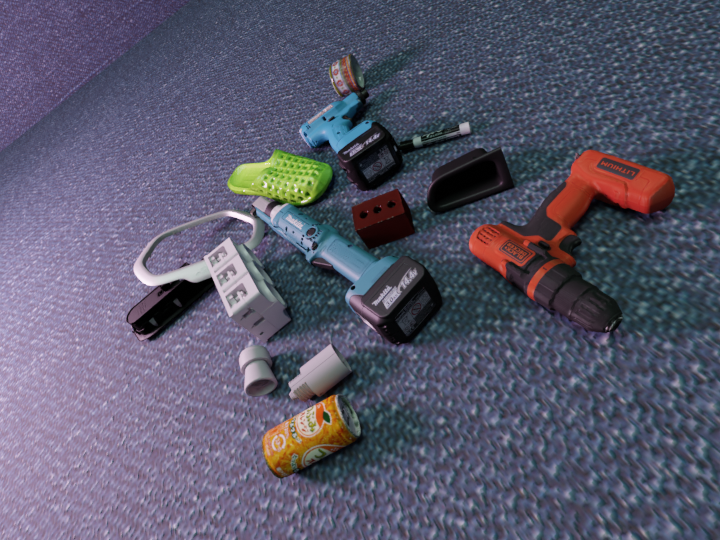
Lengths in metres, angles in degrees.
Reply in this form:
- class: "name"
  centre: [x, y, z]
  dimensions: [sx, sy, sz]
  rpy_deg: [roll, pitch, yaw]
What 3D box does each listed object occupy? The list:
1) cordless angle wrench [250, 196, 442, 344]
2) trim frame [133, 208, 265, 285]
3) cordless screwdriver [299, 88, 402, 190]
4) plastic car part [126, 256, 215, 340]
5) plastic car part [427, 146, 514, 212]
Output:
- class: "cordless angle wrench"
  centre: [-0.065, -0.042, 0.661]
  dimensions: [0.097, 0.070, 0.448]
  rpy_deg: [-47, 45, -9]
- class: "trim frame"
  centre: [-0.295, -0.046, 0.782]
  dimensions: [0.245, 0.026, 0.194]
  rpy_deg: [-22, 40, -13]
- class: "cordless screwdriver"
  centre: [-0.006, -0.257, 0.782]
  dimensions: [0.159, 0.070, 0.262]
  rpy_deg: [-38, 43, 1]
- class: "plastic car part"
  centre: [-0.345, 0.048, 0.768]
  dimensions: [0.203, 0.063, 0.070]
  rpy_deg: [-43, 53, -1]
- class: "plastic car part"
  centre: [0.148, -0.139, 0.615]
  dimensions: [0.119, 0.063, 0.072]
  rpy_deg: [-19, 34, 21]
